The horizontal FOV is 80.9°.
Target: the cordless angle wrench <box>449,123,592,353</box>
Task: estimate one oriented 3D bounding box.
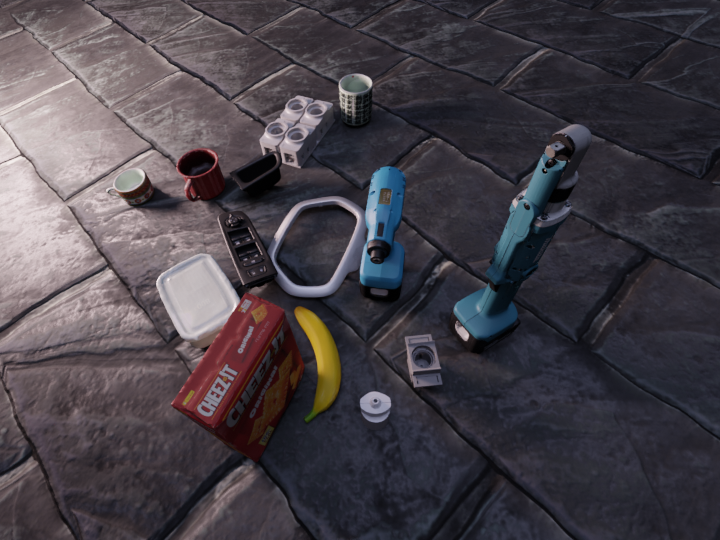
[{"bbox_3d":[0.200,-0.015,0.551,0.096,0.408,0.078,-27,60,-16],"label":"cordless angle wrench"}]

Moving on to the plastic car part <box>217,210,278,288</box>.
[{"bbox_3d":[-0.222,-0.041,0.825,0.065,0.065,0.213,-25,57,-12],"label":"plastic car part"}]

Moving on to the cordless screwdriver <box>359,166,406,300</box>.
[{"bbox_3d":[0.035,-0.026,0.679,0.075,0.240,0.162,7,57,6],"label":"cordless screwdriver"}]

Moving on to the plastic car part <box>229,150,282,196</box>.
[{"bbox_3d":[-0.218,-0.204,0.935,0.115,0.068,0.069,-32,60,-16],"label":"plastic car part"}]

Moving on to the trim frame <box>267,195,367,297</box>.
[{"bbox_3d":[-0.082,-0.054,0.841,0.190,0.026,0.250,15,58,16],"label":"trim frame"}]
